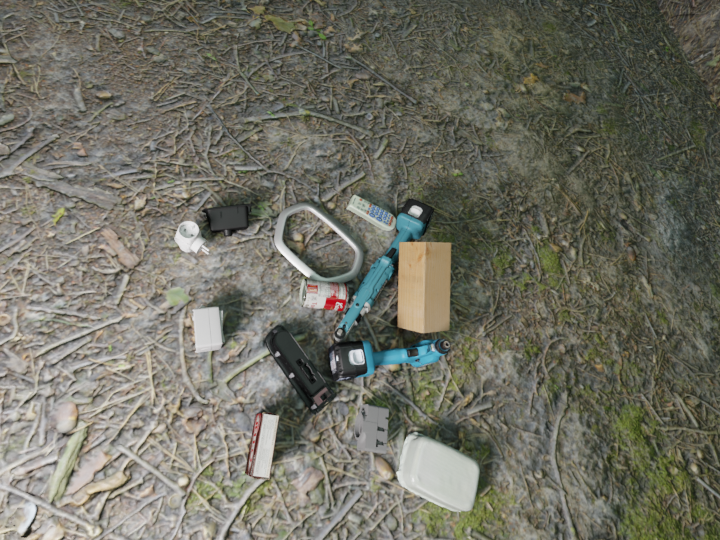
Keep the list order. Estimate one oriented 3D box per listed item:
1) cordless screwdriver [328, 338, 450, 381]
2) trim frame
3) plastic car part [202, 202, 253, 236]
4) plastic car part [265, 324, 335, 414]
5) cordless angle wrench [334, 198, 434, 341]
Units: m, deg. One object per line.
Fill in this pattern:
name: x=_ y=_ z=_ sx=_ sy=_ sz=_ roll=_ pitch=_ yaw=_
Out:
cordless screwdriver: x=0.062 y=0.185 z=0.921 sx=0.243 sy=0.159 sz=0.076 roll=-2 pitch=70 yaw=-17
trim frame: x=-0.104 y=-0.068 z=1.064 sx=0.251 sy=0.027 sz=0.183 roll=39 pitch=62 yaw=5
plastic car part: x=-0.313 y=-0.117 z=1.009 sx=0.114 sy=0.067 sz=0.071 roll=-12 pitch=86 yaw=-19
plastic car part: x=-0.134 y=0.206 z=0.911 sx=0.065 sy=0.066 sz=0.208 roll=-35 pitch=77 yaw=-21
cordless angle wrench: x=0.054 y=-0.001 z=1.049 sx=0.077 sy=0.095 sz=0.422 roll=27 pitch=65 yaw=15
